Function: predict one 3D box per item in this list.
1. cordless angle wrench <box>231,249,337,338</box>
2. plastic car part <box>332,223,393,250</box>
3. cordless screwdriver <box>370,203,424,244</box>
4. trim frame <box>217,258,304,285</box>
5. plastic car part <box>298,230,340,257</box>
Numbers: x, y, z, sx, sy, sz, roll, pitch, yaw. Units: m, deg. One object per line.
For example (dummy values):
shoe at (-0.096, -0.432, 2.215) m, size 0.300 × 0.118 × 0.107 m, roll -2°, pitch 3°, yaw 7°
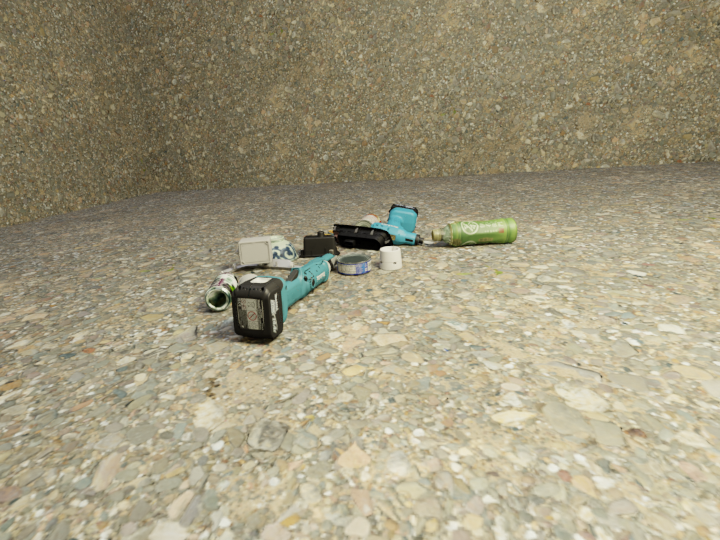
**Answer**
cordless angle wrench at (-0.125, 0.023, 0.889) m, size 0.076 × 0.096 × 0.416 m, roll 1°, pitch 14°, yaw 16°
plastic car part at (-0.003, -0.095, 1.250) m, size 0.213 × 0.064 × 0.066 m, roll 7°, pitch 29°, yaw 32°
cordless screwdriver at (0.137, -0.139, 1.332) m, size 0.164 × 0.073 × 0.246 m, roll 13°, pitch 25°, yaw 16°
trim frame at (-0.244, 0.005, 1.057) m, size 0.258 × 0.027 × 0.180 m, roll 1°, pitch 18°, yaw 24°
plastic car part at (-0.118, -0.077, 1.210) m, size 0.118 × 0.069 × 0.066 m, roll -5°, pitch 17°, yaw 8°
